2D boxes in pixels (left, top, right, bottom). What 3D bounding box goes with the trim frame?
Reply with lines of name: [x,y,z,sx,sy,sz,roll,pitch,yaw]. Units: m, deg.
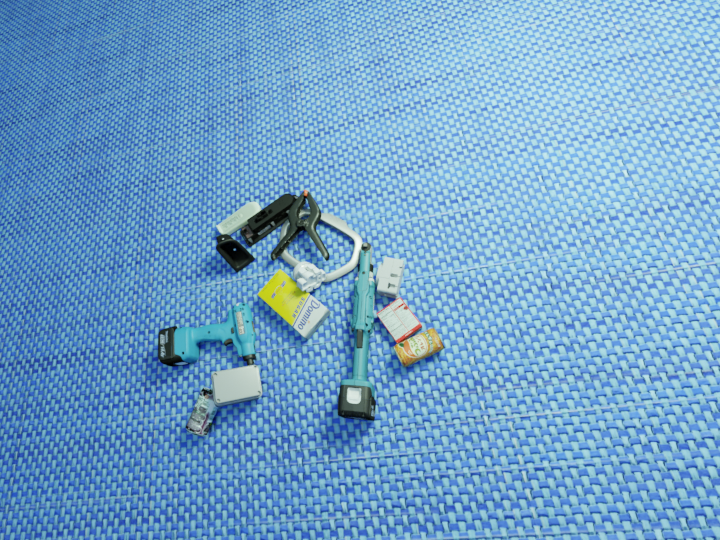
trim frame: [-0.112,-0.074,1.150,0.260,0.026,0.184,28,79,24]

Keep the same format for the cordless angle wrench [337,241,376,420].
cordless angle wrench: [0.004,0.128,1.013,0.076,0.094,0.432,-1,65,11]

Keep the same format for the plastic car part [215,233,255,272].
plastic car part: [-0.356,-0.062,1.169,0.066,0.110,0.075,-37,43,-4]

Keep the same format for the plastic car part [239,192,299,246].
plastic car part: [-0.257,-0.157,1.203,0.202,0.064,0.069,-34,60,-3]

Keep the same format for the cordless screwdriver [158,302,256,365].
cordless screwdriver: [-0.391,0.193,1.092,0.250,0.072,0.164,-17,66,3]
